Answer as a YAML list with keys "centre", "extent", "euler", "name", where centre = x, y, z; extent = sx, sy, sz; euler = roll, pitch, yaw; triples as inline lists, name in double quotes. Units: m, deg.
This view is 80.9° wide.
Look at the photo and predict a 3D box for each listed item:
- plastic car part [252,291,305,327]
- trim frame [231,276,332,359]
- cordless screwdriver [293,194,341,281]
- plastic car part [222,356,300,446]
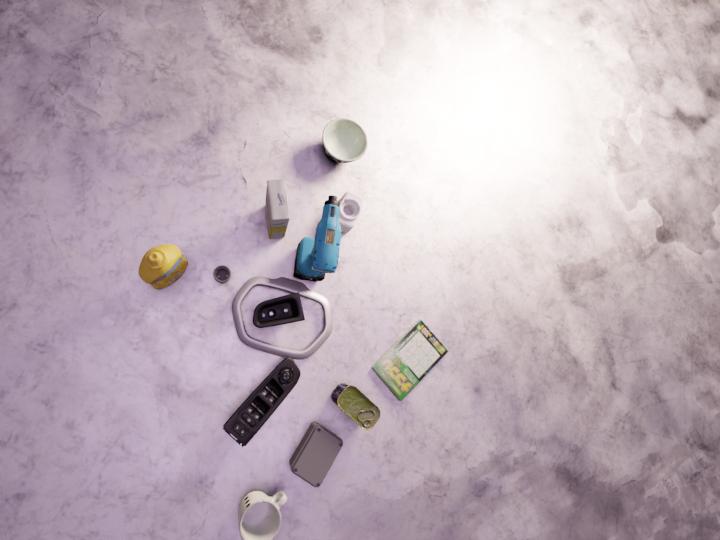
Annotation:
- centre: [-0.197, 0.097, 0.986]
  extent: [0.114, 0.071, 0.067]
  euler: [-12, 83, -14]
  name: "plastic car part"
- centre: [-0.185, 0.108, 1.009]
  extent: [0.245, 0.028, 0.186]
  euler: [16, 75, -7]
  name: "trim frame"
- centre: [-0.093, -0.061, 0.948]
  extent: [0.073, 0.251, 0.161]
  euler: [9, 78, -14]
  name: "cordless screwdriver"
- centre: [-0.213, 0.285, 0.944]
  extent: [0.066, 0.068, 0.202]
  euler: [43, 73, -3]
  name: "plastic car part"
